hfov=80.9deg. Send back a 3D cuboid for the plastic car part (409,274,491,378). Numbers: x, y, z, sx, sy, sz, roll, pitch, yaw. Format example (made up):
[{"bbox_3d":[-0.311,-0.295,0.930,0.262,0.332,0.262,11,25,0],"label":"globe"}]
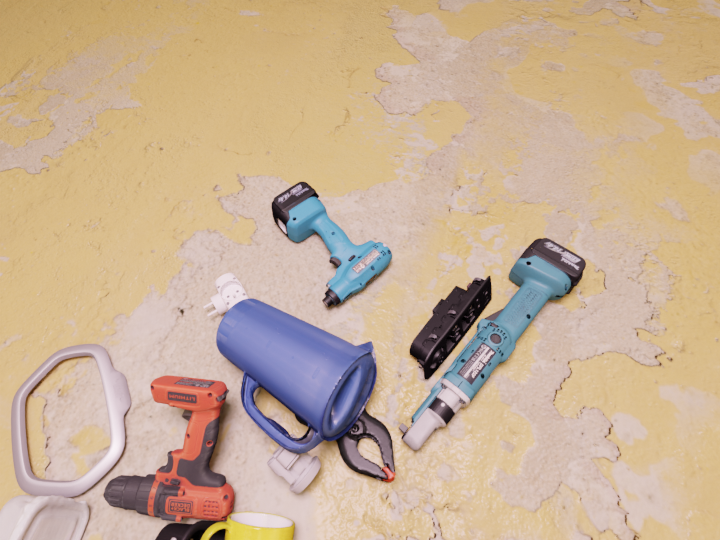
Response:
[{"bbox_3d":[0.148,0.087,0.712,0.070,0.063,0.202,26,62,28],"label":"plastic car part"}]

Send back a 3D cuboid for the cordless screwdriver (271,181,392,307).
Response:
[{"bbox_3d":[-0.080,-0.052,0.816,0.157,0.072,0.259,-41,67,-20],"label":"cordless screwdriver"}]

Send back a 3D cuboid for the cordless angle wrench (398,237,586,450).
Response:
[{"bbox_3d":[0.212,0.117,0.684,0.102,0.072,0.419,37,69,23],"label":"cordless angle wrench"}]

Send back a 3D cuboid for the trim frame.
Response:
[{"bbox_3d":[-0.472,0.235,0.689,0.182,0.026,0.261,-27,57,-11],"label":"trim frame"}]

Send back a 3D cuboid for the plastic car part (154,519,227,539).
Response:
[{"bbox_3d":[-0.221,0.355,0.548,0.074,0.110,0.067,-5,54,27],"label":"plastic car part"}]
